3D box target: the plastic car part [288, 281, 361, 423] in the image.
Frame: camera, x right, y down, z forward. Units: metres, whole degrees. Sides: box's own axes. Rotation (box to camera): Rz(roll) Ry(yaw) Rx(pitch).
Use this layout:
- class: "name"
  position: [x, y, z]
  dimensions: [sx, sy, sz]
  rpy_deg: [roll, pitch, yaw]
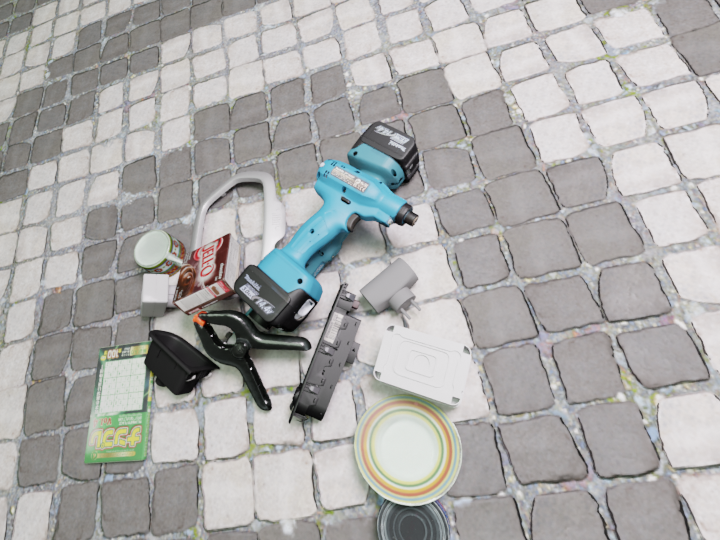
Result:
- class: "plastic car part"
  position: [-0.044, 0.122, 0.599]
  dimensions: [0.067, 0.067, 0.203]
  rpy_deg: [27, 76, -5]

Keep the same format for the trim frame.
- class: "trim frame"
  position: [-0.212, -0.066, 0.719]
  dimensions: [0.189, 0.026, 0.256]
  rpy_deg: [-15, 59, 19]

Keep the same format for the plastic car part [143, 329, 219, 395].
- class: "plastic car part"
  position: [-0.291, 0.150, 0.659]
  dimensions: [0.122, 0.063, 0.071]
  rpy_deg: [26, 92, 25]

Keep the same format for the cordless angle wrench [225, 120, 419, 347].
- class: "cordless angle wrench"
  position: [-0.065, -0.042, 0.662]
  dimensions: [0.102, 0.071, 0.422]
  rpy_deg: [35, 84, 24]

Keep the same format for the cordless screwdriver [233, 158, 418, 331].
- class: "cordless screwdriver"
  position: [-0.047, -0.027, 0.584]
  dimensions: [0.166, 0.071, 0.248]
  rpy_deg: [32, 81, 23]
